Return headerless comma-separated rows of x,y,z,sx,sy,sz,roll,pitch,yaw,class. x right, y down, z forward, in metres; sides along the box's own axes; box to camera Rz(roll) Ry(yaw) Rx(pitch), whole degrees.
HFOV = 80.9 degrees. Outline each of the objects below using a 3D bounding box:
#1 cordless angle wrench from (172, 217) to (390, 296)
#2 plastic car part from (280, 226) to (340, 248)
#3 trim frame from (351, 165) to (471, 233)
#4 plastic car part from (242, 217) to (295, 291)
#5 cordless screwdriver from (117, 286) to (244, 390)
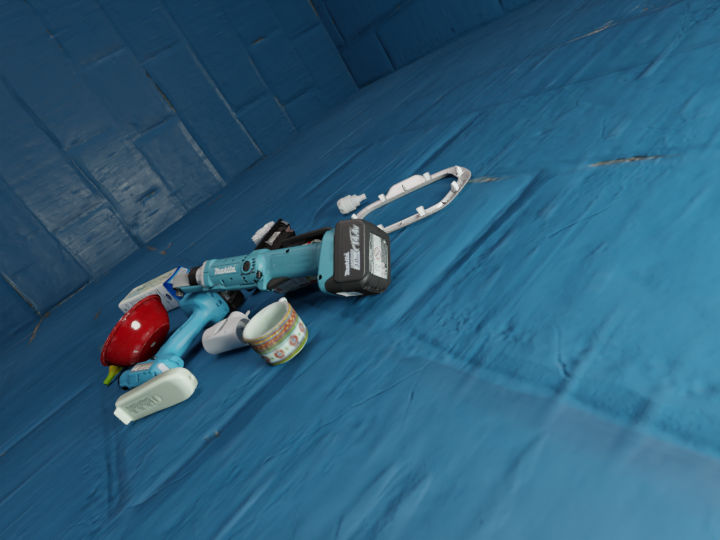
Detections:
-0.159,0.000,0.665,0.440,0.070,0.099,-7,74,33,cordless angle wrench
-0.077,-0.050,0.787,0.120,0.065,0.070,-17,13,27,plastic car part
0.077,-0.123,0.762,0.254,0.026,0.186,-24,25,25,trim frame
-0.180,-0.029,0.875,0.070,0.064,0.203,8,39,21,plastic car part
-0.329,0.114,0.772,0.165,0.071,0.250,-17,33,34,cordless screwdriver
